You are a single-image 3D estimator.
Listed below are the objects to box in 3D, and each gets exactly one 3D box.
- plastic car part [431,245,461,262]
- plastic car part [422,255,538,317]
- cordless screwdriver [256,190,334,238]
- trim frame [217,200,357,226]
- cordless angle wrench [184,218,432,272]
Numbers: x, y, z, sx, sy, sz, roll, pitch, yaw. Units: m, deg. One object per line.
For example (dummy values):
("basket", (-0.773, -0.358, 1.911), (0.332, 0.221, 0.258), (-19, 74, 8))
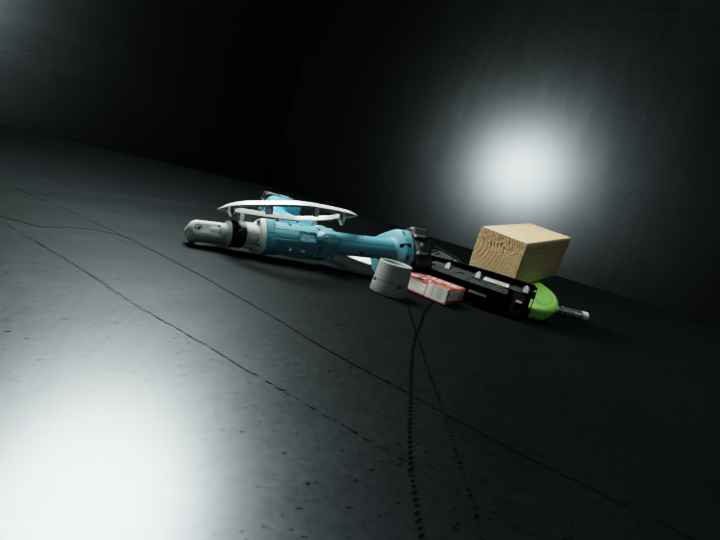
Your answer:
("plastic car part", (0.170, -0.008, 0.948), (0.069, 0.065, 0.122), (-3, 19, -20))
("plastic car part", (0.196, 0.032, 0.756), (0.213, 0.064, 0.065), (22, 36, 28))
("cordless screwdriver", (-0.154, -0.116, 0.982), (0.153, 0.074, 0.260), (12, 14, -24))
("trim frame", (-0.115, -0.090, 0.694), (0.193, 0.027, 0.238), (2, 4, 31))
("cordless angle wrench", (-0.067, -0.044, 0.687), (0.404, 0.075, 0.101), (4, -15, -31))
